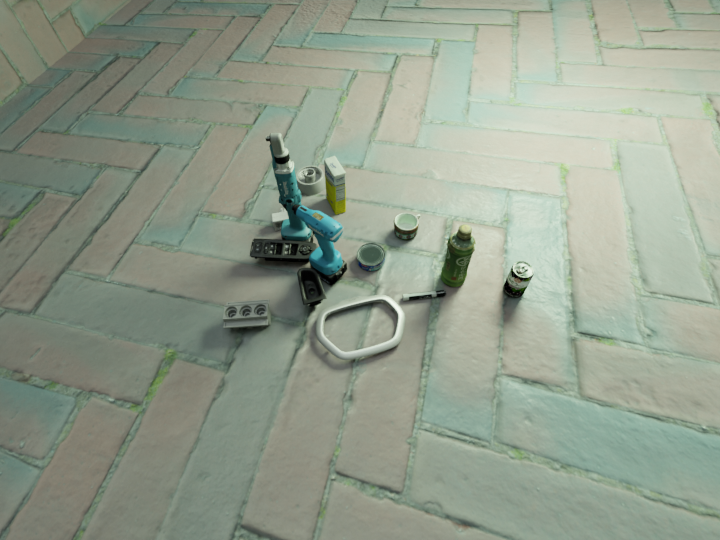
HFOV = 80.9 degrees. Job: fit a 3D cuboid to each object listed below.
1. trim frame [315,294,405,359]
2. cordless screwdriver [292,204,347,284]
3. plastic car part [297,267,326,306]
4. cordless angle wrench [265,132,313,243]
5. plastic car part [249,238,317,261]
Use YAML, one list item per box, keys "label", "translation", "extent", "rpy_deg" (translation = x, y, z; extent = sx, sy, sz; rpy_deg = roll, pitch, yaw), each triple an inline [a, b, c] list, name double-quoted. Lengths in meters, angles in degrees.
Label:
- label: "trim frame"
  translation: [0.000, 0.147, 1.144]
  extent: [0.247, 0.026, 0.192]
  rpy_deg: [-16, 53, -5]
- label: "cordless screwdriver"
  translation: [-0.116, -0.076, 1.191]
  extent: [0.167, 0.240, 0.073]
  rpy_deg: [34, 62, 25]
- label: "plastic car part"
  translation: [-0.140, 0.054, 1.204]
  extent: [0.065, 0.068, 0.122]
  rpy_deg: [-15, 53, -7]
- label: "cordless angle wrench"
  translation: [-0.201, -0.214, 1.200]
  extent: [0.099, 0.408, 0.076]
  rpy_deg: [2, 54, 4]
- label: "plastic car part"
  translation: [-0.232, -0.053, 1.298]
  extent: [0.205, 0.064, 0.068]
  rpy_deg: [1, 54, 7]
